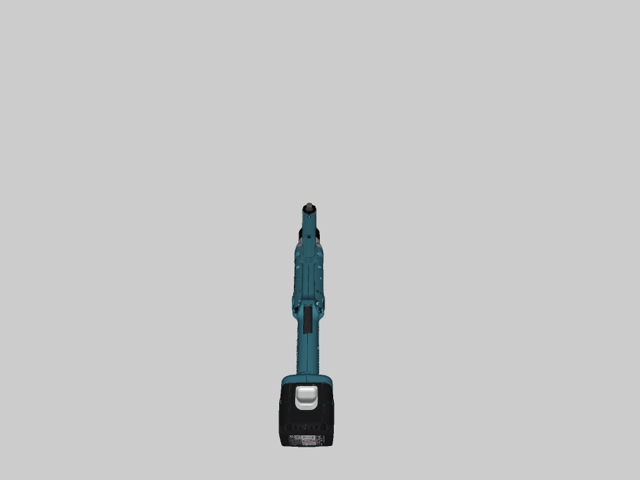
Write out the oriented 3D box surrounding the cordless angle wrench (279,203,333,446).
[{"bbox_3d":[-0.020,0.105,0.700,0.074,0.421,0.098,0,-38,-1],"label":"cordless angle wrench"}]
